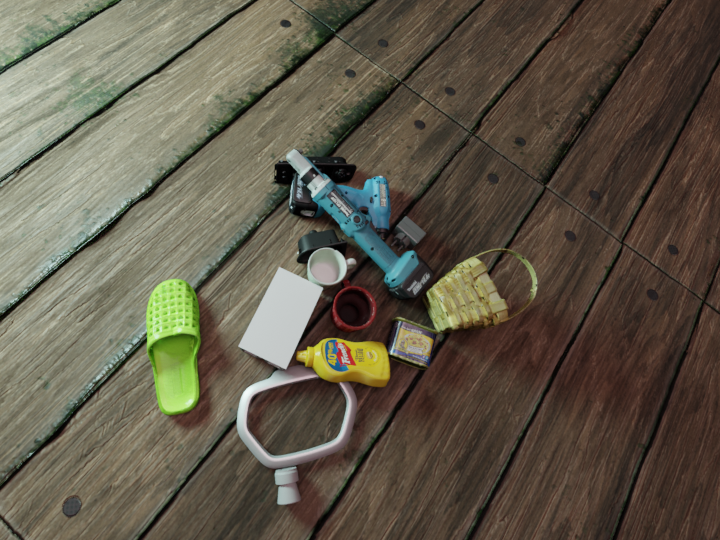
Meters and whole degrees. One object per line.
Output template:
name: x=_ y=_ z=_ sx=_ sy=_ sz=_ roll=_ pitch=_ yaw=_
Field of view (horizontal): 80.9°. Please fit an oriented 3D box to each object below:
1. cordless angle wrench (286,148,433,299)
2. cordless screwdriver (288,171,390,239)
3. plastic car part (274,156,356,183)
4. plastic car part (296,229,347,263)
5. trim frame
cordless angle wrench: x=-0.014 y=-0.109 z=0.953 sx=0.420 sy=0.075 sz=0.097 roll=46 pitch=72 yaw=-4
cordless screwdriver: x=-0.046 y=-0.155 z=1.019 sx=0.244 sy=0.074 sz=0.162 roll=2 pitch=72 yaw=-12
plastic car part: x=-0.114 y=-0.254 z=1.056 sx=0.200 sy=0.065 sz=0.069 roll=1 pitch=45 yaw=-8
plastic car part: x=-0.096 y=-0.063 z=0.987 sx=0.115 sy=0.064 sz=0.074 roll=-8 pitch=57 yaw=-9
trim frame: x=-0.126 y=0.289 z=0.860 sx=0.245 sy=0.027 sz=0.189 roll=-12 pitch=72 yaw=-11
